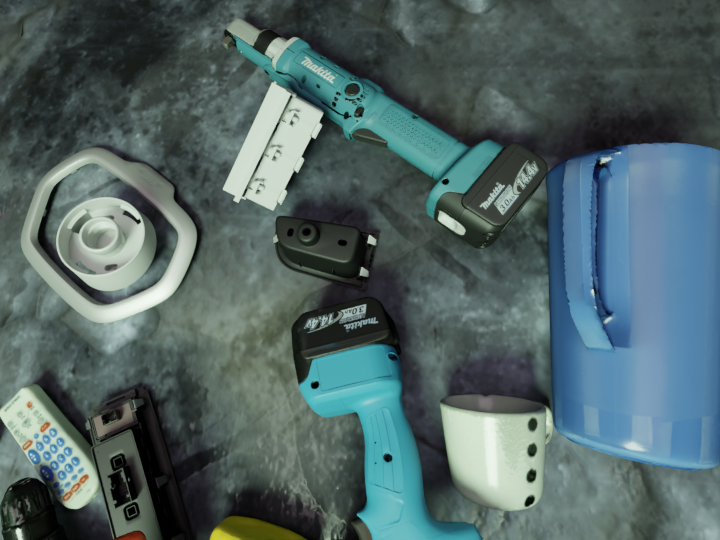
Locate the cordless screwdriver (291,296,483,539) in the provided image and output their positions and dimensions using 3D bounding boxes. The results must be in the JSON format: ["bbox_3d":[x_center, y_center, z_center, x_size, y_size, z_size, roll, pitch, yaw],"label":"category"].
[{"bbox_3d":[-0.007,0.155,0.350,0.159,0.071,0.259,-20,57,0],"label":"cordless screwdriver"}]

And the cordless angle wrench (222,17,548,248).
[{"bbox_3d":[-0.006,-0.188,0.484,0.438,0.072,0.098,39,84,18],"label":"cordless angle wrench"}]

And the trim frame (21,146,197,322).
[{"bbox_3d":[-0.308,-0.050,0.514,0.257,0.027,0.184,35,84,17],"label":"trim frame"}]

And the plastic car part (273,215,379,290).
[{"bbox_3d":[-0.043,-0.028,0.444,0.118,0.069,0.066,13,77,8],"label":"plastic car part"}]

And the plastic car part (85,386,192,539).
[{"bbox_3d":[-0.213,0.221,0.408,0.065,0.067,0.207,-21,76,-19],"label":"plastic car part"}]
